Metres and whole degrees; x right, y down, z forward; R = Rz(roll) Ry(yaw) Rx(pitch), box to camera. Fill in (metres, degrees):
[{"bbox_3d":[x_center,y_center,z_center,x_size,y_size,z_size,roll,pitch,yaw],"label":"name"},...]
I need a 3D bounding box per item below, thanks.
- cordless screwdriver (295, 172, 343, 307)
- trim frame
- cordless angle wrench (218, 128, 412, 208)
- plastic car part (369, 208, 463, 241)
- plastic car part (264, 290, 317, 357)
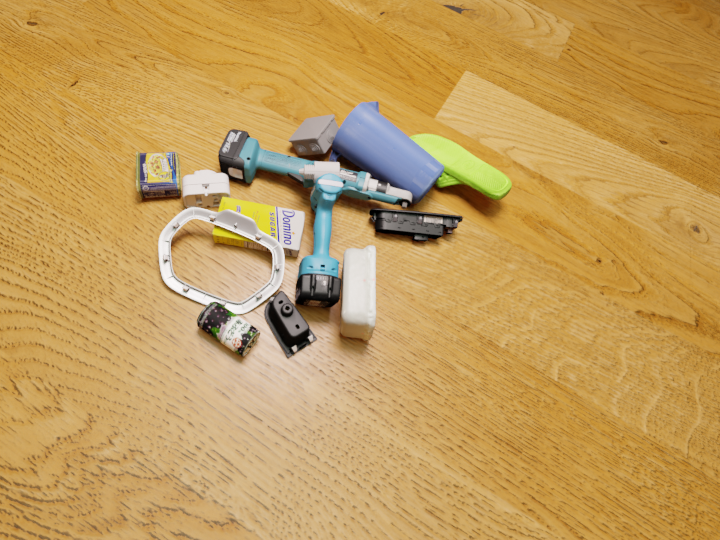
[{"bbox_3d":[-0.082,-0.054,0.840,0.073,0.160,0.252,7,77,-14],"label":"cordless screwdriver"},{"bbox_3d":[-0.267,-0.024,0.811,0.248,0.027,0.185,22,77,0],"label":"trim frame"},{"bbox_3d":[-0.095,-0.208,0.924,0.425,0.073,0.099,15,61,3],"label":"cordless angle wrench"},{"bbox_3d":[0.114,-0.100,0.928,0.201,0.067,0.067,9,87,-6],"label":"plastic car part"},{"bbox_3d":[-0.133,0.088,0.778,0.064,0.070,0.120,-29,74,-25],"label":"plastic car part"}]
